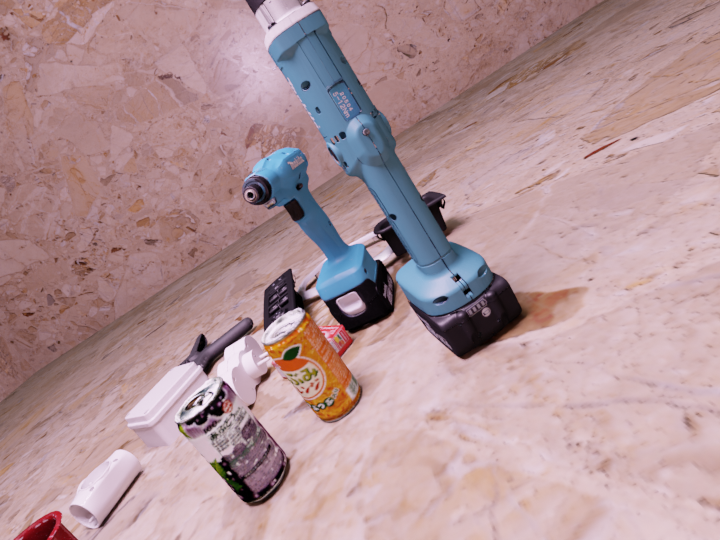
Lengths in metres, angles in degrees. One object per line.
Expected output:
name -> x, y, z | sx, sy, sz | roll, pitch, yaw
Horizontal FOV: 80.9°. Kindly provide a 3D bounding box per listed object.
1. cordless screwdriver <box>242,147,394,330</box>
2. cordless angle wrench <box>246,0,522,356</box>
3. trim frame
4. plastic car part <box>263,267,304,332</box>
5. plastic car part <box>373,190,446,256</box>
cordless screwdriver -> -0.052, -0.034, 0.531 | 0.076, 0.243, 0.160 | -29, 15, 20
cordless angle wrench -> -0.001, -0.115, 0.374 | 0.074, 0.413, 0.100 | -35, 13, -4
trim frame -> -0.019, -0.014, 0.773 | 0.254, 0.027, 0.185 | -25, 20, 26
plastic car part -> -0.121, 0.065, 0.686 | 0.066, 0.065, 0.208 | -34, 17, 1
plastic car part -> 0.084, -0.065, 0.657 | 0.116, 0.069, 0.067 | -34, 15, 0
